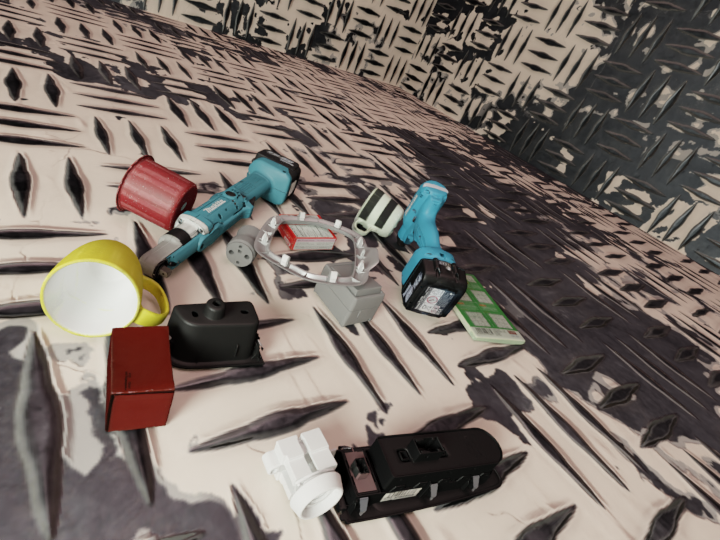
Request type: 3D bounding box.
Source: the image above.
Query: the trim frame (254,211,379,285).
[{"bbox_3d":[-0.063,-0.041,0.645,0.183,0.027,0.253,15,22,-5],"label":"trim frame"}]

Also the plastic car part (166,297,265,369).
[{"bbox_3d":[-0.159,0.062,0.464,0.111,0.070,0.069,5,34,-35],"label":"plastic car part"}]

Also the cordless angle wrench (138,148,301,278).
[{"bbox_3d":[-0.216,-0.103,0.694,0.099,0.074,0.424,25,32,1],"label":"cordless angle wrench"}]

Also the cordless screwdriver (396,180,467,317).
[{"bbox_3d":[0.109,-0.029,0.758,0.073,0.158,0.255,15,46,-13],"label":"cordless screwdriver"}]

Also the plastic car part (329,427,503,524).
[{"bbox_3d":[0.067,0.191,0.426,0.194,0.066,0.070,9,26,-28],"label":"plastic car part"}]
